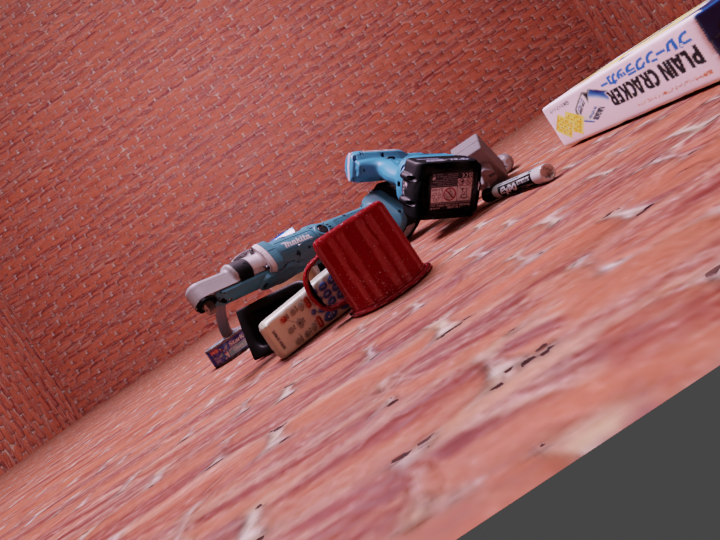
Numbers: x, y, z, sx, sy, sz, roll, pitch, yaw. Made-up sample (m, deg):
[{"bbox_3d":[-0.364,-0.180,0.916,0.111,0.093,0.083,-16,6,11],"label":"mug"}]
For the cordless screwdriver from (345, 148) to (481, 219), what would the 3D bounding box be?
[{"bbox_3d":[0.090,-0.145,0.635,0.155,0.073,0.260,-9,23,-18],"label":"cordless screwdriver"}]

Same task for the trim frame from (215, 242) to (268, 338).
[{"bbox_3d":[-0.203,0.039,0.834,0.028,0.181,0.243,10,17,20],"label":"trim frame"}]

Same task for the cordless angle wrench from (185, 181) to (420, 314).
[{"bbox_3d":[-0.059,-0.039,0.607,0.410,0.102,0.073,-28,-30,-44],"label":"cordless angle wrench"}]

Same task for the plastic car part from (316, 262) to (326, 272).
[{"bbox_3d":[-0.082,0.008,0.854,0.198,0.068,0.067,-35,-4,-46],"label":"plastic car part"}]

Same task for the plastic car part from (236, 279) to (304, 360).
[{"bbox_3d":[-0.084,0.053,0.520,0.119,0.067,0.068,-28,-9,24],"label":"plastic car part"}]
